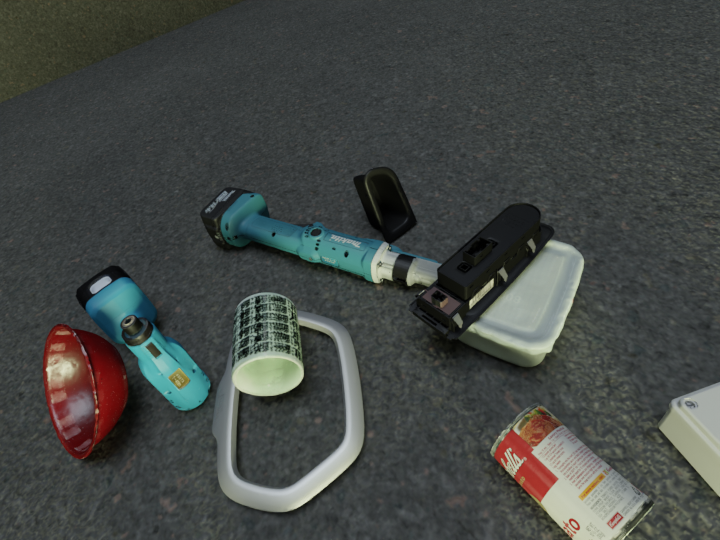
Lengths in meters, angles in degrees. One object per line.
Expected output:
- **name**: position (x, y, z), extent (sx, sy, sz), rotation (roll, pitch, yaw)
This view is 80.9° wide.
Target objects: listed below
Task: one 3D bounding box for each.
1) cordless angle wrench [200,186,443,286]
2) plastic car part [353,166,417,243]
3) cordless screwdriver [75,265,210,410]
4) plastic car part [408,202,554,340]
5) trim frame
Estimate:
- **cordless angle wrench**: position (-0.064, -0.042, 0.652), extent (0.443, 0.071, 0.098), rotation (17, 54, 27)
- **plastic car part**: position (0.027, -0.112, 0.669), extent (0.065, 0.112, 0.074), rotation (-36, 24, -20)
- **cordless screwdriver**: position (-0.301, 0.068, 0.557), extent (0.263, 0.152, 0.073), rotation (28, 58, 38)
- **plastic car part**: position (0.143, -0.015, 0.484), extent (0.200, 0.064, 0.070), rotation (-36, 41, -22)
- **trim frame**: position (-0.091, 0.148, 0.506), extent (0.185, 0.026, 0.258), rotation (-13, 47, 3)
